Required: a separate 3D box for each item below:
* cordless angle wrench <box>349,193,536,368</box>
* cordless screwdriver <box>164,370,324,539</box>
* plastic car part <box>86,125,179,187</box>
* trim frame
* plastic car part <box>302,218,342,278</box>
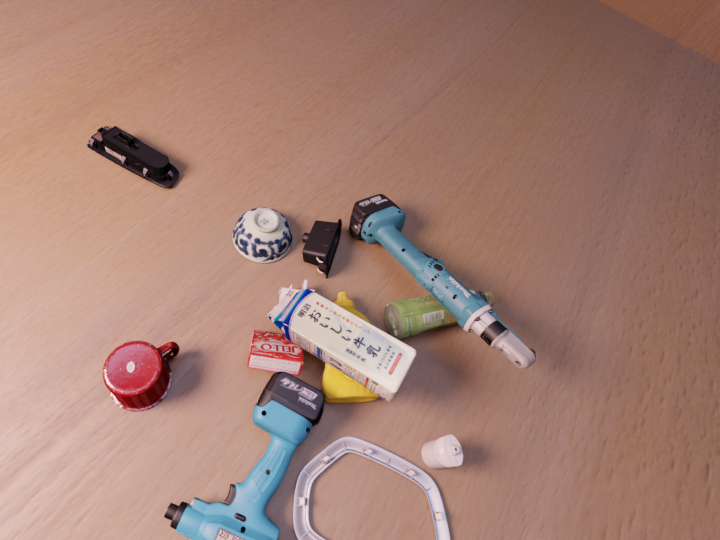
[{"bbox_3d":[0.136,0.011,0.777,0.095,0.072,0.445,-22,52,-29],"label":"cordless angle wrench"},{"bbox_3d":[-0.158,0.272,0.617,0.159,0.073,0.251,22,61,0],"label":"cordless screwdriver"},{"bbox_3d":[-0.462,-0.243,0.867,0.204,0.067,0.066,32,50,3],"label":"plastic car part"},{"bbox_3d":[0.020,0.364,0.628,0.249,0.027,0.185,26,58,1],"label":"trim frame"},{"bbox_3d":[-0.083,-0.054,0.845,0.072,0.064,0.118,9,54,6],"label":"plastic car part"}]
